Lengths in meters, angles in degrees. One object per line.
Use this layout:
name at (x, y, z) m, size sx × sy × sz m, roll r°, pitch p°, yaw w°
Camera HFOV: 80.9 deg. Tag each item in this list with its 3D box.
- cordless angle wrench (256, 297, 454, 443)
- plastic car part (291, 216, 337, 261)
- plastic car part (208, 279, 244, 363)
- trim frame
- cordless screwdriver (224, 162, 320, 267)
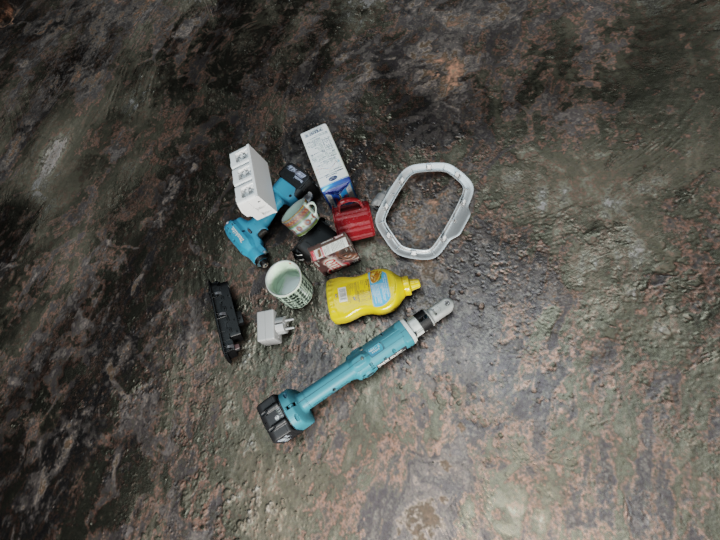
cordless angle wrench at (0.004, 0.177, 0.810) m, size 0.422 × 0.094 × 0.077 m, roll -34°, pitch 66°, yaw -3°
plastic car part at (-0.095, -0.062, 0.972) m, size 0.073 × 0.064 × 0.116 m, roll 38°, pitch 77°, yaw 12°
plastic car part at (-0.304, 0.101, 0.958) m, size 0.066 × 0.064 × 0.212 m, roll -25°, pitch 61°, yaw -7°
trim frame at (0.144, -0.138, 0.932) m, size 0.190 × 0.027 × 0.248 m, roll 28°, pitch 75°, yaw 17°
cordless screwdriver at (-0.203, -0.131, 1.029) m, size 0.248 × 0.071 × 0.167 m, roll -45°, pitch 62°, yaw -1°
